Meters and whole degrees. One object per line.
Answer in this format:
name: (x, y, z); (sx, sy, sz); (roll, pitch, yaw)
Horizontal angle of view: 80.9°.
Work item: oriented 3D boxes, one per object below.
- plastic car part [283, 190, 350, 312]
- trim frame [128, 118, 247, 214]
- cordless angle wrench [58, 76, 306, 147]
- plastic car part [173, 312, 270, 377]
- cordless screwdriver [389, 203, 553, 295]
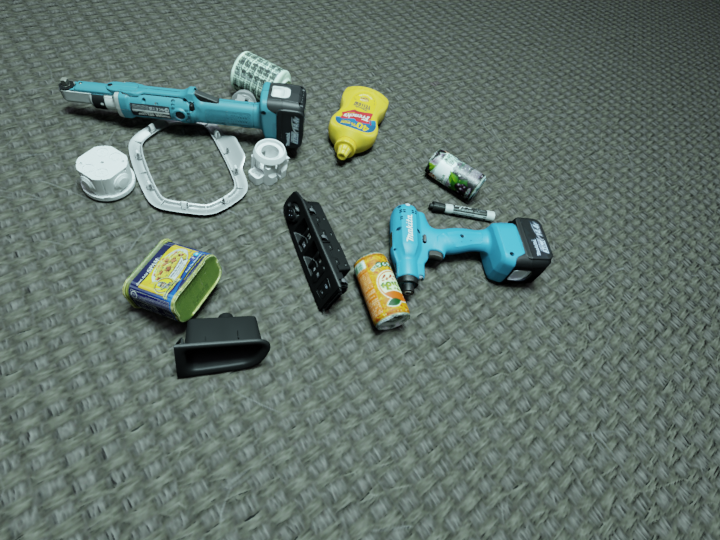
plastic car part: (-0.064, -0.042, 0.657); (0.065, 0.066, 0.211); (-11, 59, -31)
trim frame: (-0.297, -0.193, 0.736); (0.179, 0.027, 0.259); (-19, 60, -23)
cordless angle wrench: (-0.309, -0.290, 0.742); (0.421, 0.096, 0.076); (5, 56, -2)
plastic car part: (-0.182, 0.089, 0.554); (0.113, 0.064, 0.074); (-6, 45, -19)
cordless screwdriver: (0.171, -0.022, 0.683); (0.248, 0.073, 0.163); (6, 56, -2)
